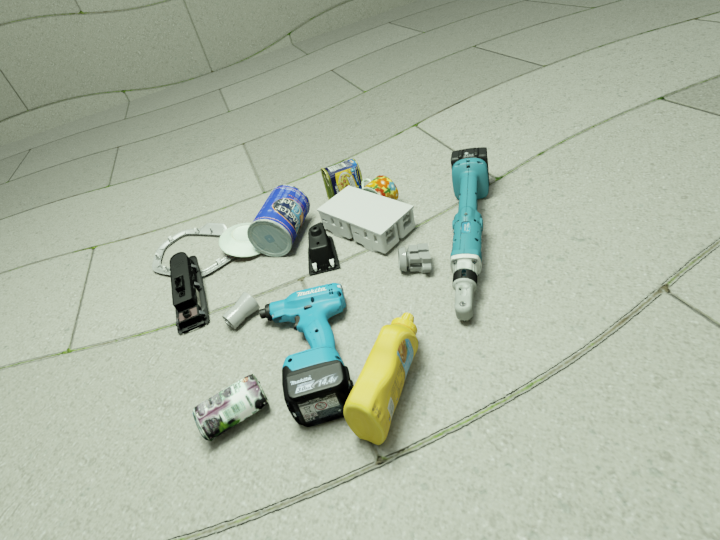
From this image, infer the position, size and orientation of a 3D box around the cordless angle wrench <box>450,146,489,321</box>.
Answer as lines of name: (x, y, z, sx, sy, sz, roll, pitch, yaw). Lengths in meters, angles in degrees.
cordless angle wrench: (0.204, -0.085, 0.803, 0.077, 0.093, 0.429, -3, 45, 20)

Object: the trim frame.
trim frame: (-0.399, -0.053, 1.030, 0.259, 0.026, 0.185, 4, 44, 26)

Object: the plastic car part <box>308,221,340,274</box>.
plastic car part: (-0.087, -0.057, 0.887, 0.066, 0.068, 0.121, -14, 43, 1)

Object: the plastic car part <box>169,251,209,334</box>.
plastic car part: (-0.368, 0.032, 0.881, 0.066, 0.064, 0.213, -28, 45, 0)

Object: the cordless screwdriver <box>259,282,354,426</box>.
cordless screwdriver: (-0.095, 0.122, 0.688, 0.160, 0.071, 0.258, -15, 36, 3)
